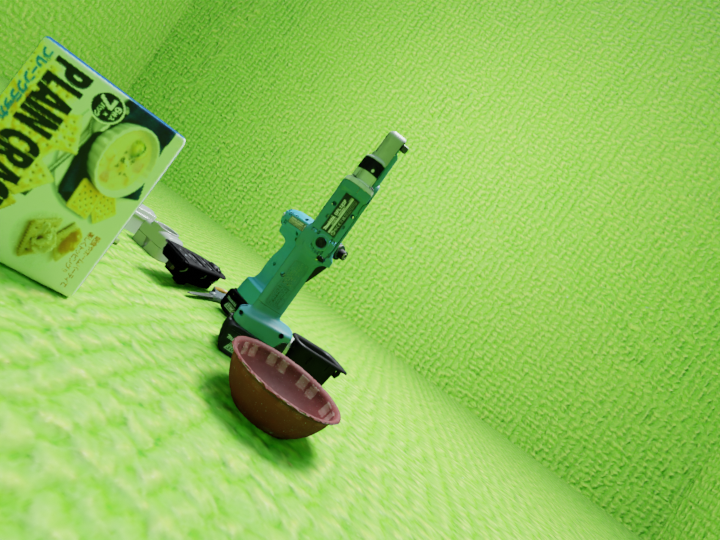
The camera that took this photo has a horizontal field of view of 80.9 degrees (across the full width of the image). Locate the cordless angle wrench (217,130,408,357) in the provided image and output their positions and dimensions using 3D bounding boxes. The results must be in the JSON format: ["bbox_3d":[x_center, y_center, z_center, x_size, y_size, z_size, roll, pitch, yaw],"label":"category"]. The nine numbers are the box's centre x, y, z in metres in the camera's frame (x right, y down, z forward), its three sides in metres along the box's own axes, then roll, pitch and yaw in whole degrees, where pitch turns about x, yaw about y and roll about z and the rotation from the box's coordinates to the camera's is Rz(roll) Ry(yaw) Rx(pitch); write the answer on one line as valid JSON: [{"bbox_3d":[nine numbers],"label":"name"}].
[{"bbox_3d":[-0.064,-0.042,0.655,0.096,0.423,0.076,36,-2,-10],"label":"cordless angle wrench"}]

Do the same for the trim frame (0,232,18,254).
[{"bbox_3d":[-0.437,-0.076,0.402,0.262,0.027,0.174,34,-2,32],"label":"trim frame"}]

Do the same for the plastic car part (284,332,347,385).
[{"bbox_3d":[-0.091,0.157,0.703,0.110,0.071,0.070,37,-2,-37],"label":"plastic car part"}]

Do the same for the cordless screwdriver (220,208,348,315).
[{"bbox_3d":[-0.145,0.014,0.813,0.167,0.248,0.071,34,-2,30],"label":"cordless screwdriver"}]

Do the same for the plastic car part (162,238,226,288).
[{"bbox_3d":[-0.320,0.001,0.818,0.068,0.067,0.198,35,-2,10],"label":"plastic car part"}]
